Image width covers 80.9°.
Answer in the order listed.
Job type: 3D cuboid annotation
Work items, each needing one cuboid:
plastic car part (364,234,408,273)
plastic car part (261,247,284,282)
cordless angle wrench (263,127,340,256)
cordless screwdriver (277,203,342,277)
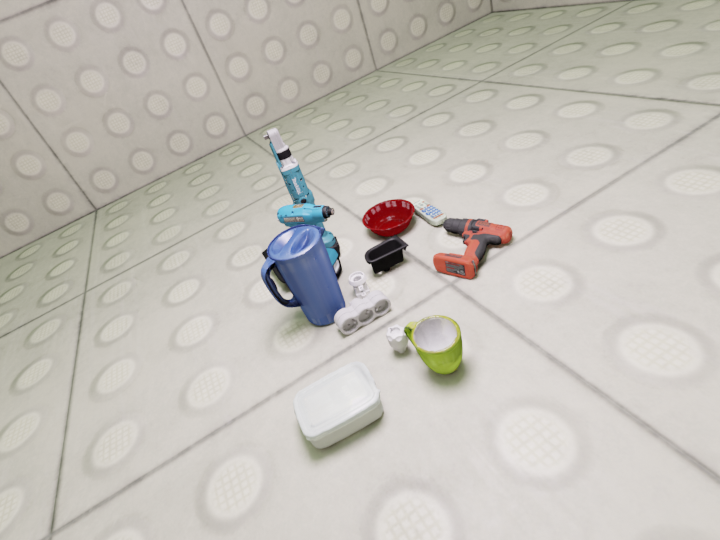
[{"bbox_3d":[0.068,-0.033,1.130,0.115,0.068,0.069,-30,35,-10],"label":"plastic car part"},{"bbox_3d":[-0.233,-0.010,1.272,0.066,0.064,0.214,-30,36,-12],"label":"plastic car part"},{"bbox_3d":[-0.164,-0.203,1.188,0.098,0.405,0.077,-21,33,0],"label":"cordless angle wrench"},{"bbox_3d":[-0.111,-0.073,1.135,0.166,0.238,0.074,1,39,29],"label":"cordless screwdriver"}]
